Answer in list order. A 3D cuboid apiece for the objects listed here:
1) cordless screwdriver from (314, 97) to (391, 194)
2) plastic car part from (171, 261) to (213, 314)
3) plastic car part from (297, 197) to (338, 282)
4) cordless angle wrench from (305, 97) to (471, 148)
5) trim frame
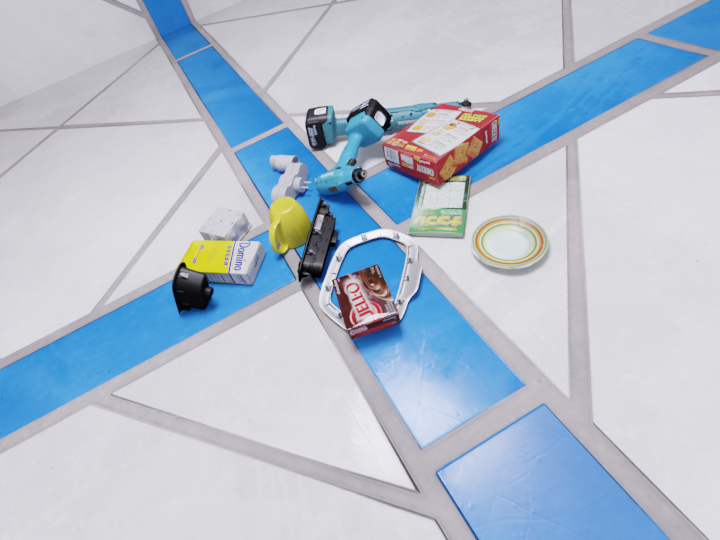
[{"bbox_3d":[-0.002,-0.287,0.982,0.166,0.071,0.250,-1,57,52],"label":"cordless screwdriver"},{"bbox_3d":[-0.330,0.040,0.847,0.071,0.114,0.067,16,52,-2],"label":"plastic car part"},{"bbox_3d":[-0.086,-0.056,0.878,0.067,0.065,0.206,18,52,-2],"label":"plastic car part"},{"bbox_3d":[0.069,-0.397,1.108,0.430,0.094,0.076,-4,49,10],"label":"cordless angle wrench"},{"bbox_3d":[0.021,0.009,0.802,0.191,0.026,0.251,5,50,21],"label":"trim frame"}]
